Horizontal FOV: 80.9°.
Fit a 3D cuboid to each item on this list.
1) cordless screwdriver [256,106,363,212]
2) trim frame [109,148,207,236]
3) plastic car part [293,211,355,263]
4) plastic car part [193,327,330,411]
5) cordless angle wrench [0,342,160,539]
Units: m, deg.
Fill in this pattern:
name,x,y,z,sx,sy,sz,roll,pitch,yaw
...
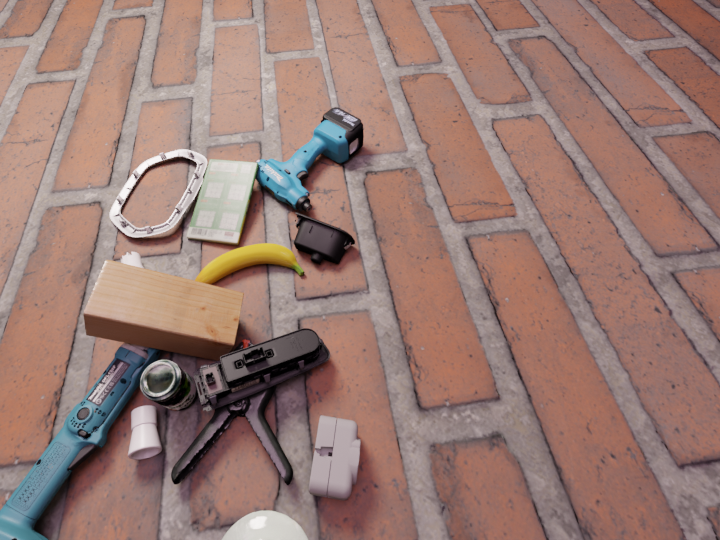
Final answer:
name,x,y,z,sx,sy,sz,roll,pitch,yaw
cordless screwdriver,-0.089,-0.232,0.895,0.246,0.072,0.166,-42,65,-19
trim frame,-0.417,-0.170,0.881,0.188,0.026,0.253,5,55,12
plastic car part,-0.077,-0.050,0.784,0.119,0.064,0.071,24,75,12
plastic car part,-0.141,0.132,0.627,0.197,0.065,0.070,-15,49,-23
cordless angle wrench,-0.387,0.216,0.608,0.100,0.072,0.425,17,56,10
